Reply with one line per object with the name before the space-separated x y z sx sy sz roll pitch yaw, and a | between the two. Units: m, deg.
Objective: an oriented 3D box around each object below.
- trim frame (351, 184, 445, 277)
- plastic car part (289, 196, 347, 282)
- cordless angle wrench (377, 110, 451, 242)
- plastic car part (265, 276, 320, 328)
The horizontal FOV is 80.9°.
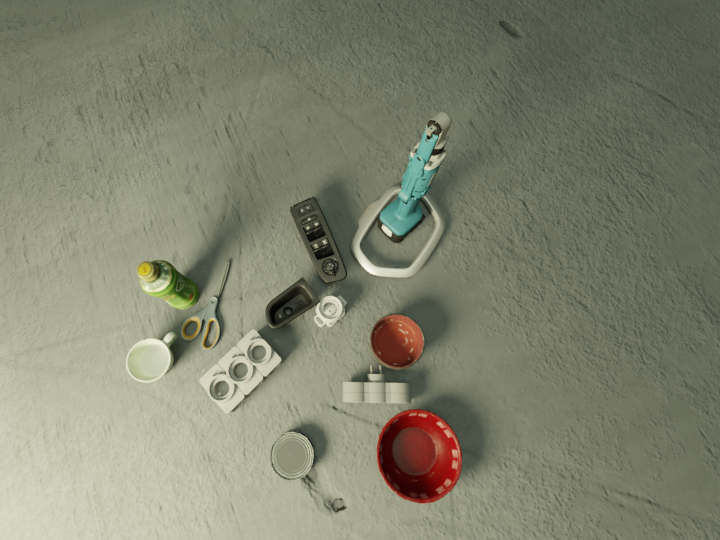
trim frame | 0.087 -0.093 0.987 0.188 0.027 0.248 31 75 11
plastic car part | -0.094 -0.061 0.961 0.066 0.066 0.209 -23 73 -8
cordless angle wrench | 0.105 -0.166 0.807 0.097 0.416 0.076 -42 81 -13
plastic car part | -0.152 0.080 0.913 0.115 0.070 0.068 -35 77 -10
